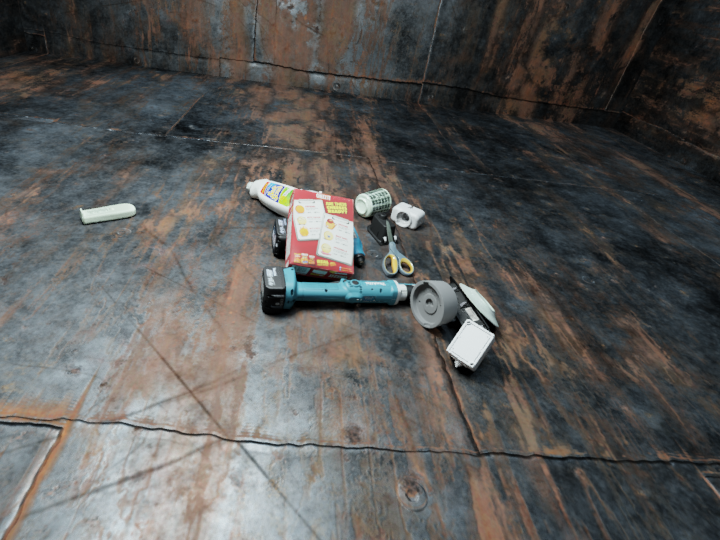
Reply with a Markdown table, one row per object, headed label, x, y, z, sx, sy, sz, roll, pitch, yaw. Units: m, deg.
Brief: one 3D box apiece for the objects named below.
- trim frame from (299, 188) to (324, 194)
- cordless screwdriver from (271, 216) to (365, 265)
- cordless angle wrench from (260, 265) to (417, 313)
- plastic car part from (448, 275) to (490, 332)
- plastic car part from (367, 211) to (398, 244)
| label | x | y | z | sx | sy | sz | roll | pitch | yaw |
| --- | --- | --- | --- | --- | --- | --- | --- | --- | --- |
| trim frame | -0.143 | -0.215 | 1.390 | 0.259 | 0.027 | 0.180 | 26 | 39 | 21 |
| cordless screwdriver | -0.113 | -0.074 | 1.151 | 0.241 | 0.073 | 0.167 | -1 | 42 | -21 |
| cordless angle wrench | -0.020 | 0.048 | 0.997 | 0.413 | 0.073 | 0.102 | 2 | 35 | -14 |
| plastic car part | 0.235 | 0.096 | 0.996 | 0.067 | 0.063 | 0.211 | -19 | 37 | 3 |
| plastic car part | 0.066 | -0.136 | 1.283 | 0.064 | 0.069 | 0.123 | -7 | 40 | -27 |
